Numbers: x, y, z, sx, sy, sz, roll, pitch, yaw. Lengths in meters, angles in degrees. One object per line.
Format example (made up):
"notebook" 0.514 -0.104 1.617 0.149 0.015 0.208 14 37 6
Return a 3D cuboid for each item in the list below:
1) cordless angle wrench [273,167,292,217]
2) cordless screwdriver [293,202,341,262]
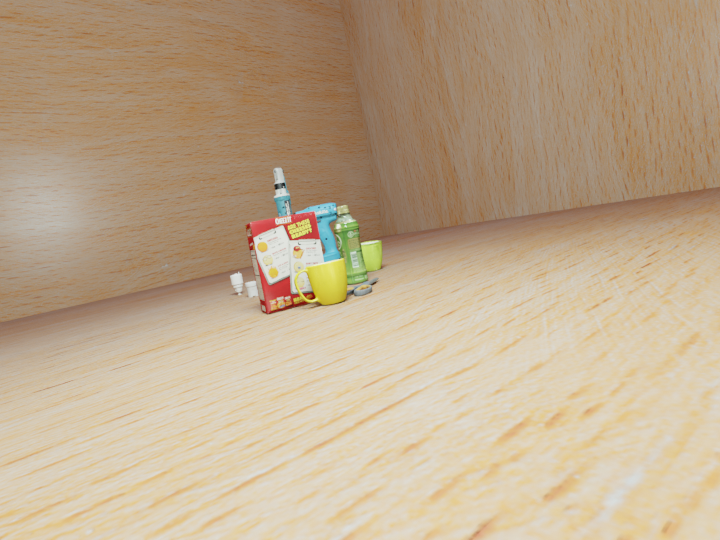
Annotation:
"cordless angle wrench" -0.269 -0.171 1.562 0.077 0.422 0.094 -9 2 44
"cordless screwdriver" -0.136 -0.089 1.394 0.161 0.248 0.073 -10 2 8
